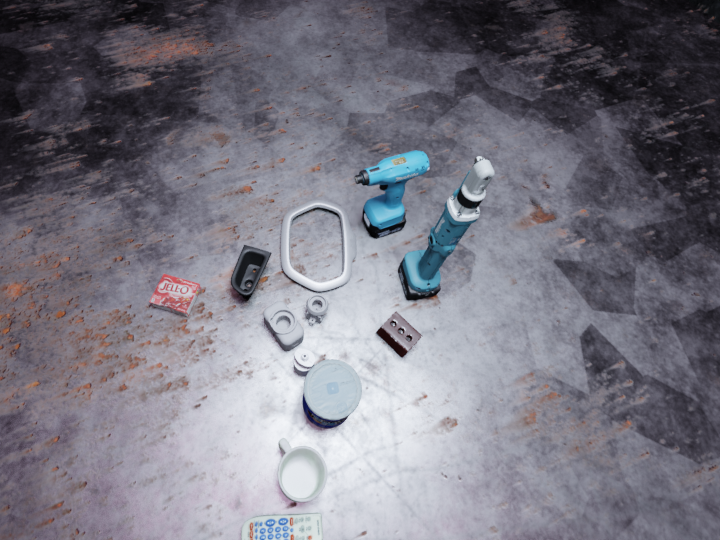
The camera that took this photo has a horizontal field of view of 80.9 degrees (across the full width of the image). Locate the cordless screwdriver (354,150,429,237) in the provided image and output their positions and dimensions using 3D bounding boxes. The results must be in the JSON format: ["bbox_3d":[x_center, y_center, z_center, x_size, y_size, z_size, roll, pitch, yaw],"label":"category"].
[{"bbox_3d":[0.049,-0.164,0.960,0.156,0.244,0.077,-17,67,-16],"label":"cordless screwdriver"}]

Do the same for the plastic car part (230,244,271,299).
[{"bbox_3d":[-0.248,0.013,0.944,0.066,0.069,0.118,15,62,1],"label":"plastic car part"}]

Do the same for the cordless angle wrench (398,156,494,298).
[{"bbox_3d":[0.160,-0.063,0.814,0.073,0.415,0.101,-7,65,-12],"label":"cordless angle wrench"}]

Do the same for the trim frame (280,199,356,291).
[{"bbox_3d":[-0.100,-0.065,1.020,0.183,0.027,0.256,-1,62,-4],"label":"trim frame"}]
